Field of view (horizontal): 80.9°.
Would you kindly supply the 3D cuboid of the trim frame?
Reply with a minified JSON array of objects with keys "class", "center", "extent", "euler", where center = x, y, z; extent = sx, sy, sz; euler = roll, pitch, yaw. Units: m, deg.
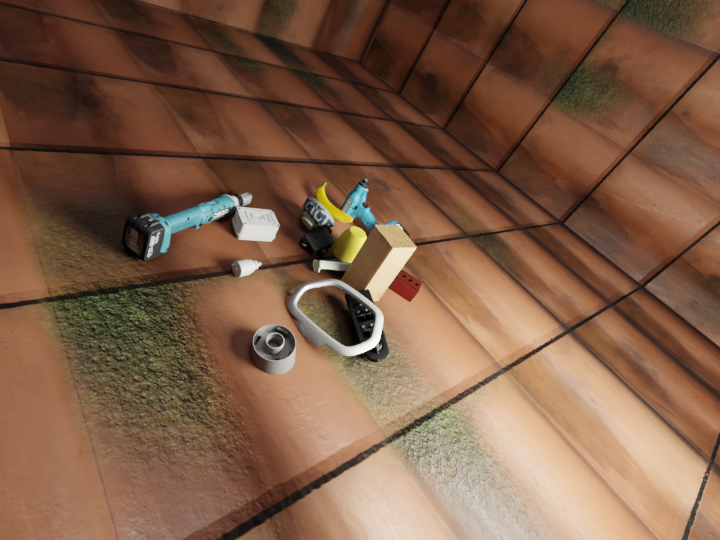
[{"class":"trim frame","center":[-0.061,0.104,1.007],"extent":[0.261,0.027,0.180],"euler":[35,51,27]}]

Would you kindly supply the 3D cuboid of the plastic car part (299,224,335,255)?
[{"class":"plastic car part","center":[-0.121,-0.079,1.233],"extent":[0.072,0.067,0.113],"euler":[53,41,7]}]

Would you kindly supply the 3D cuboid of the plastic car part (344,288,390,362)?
[{"class":"plastic car part","center":[0.015,0.141,1.028],"extent":[0.065,0.065,0.212],"euler":[-8,42,-12]}]

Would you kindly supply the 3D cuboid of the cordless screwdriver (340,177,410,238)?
[{"class":"cordless screwdriver","center":[0.052,-0.174,1.383],"extent":[0.257,0.159,0.072],"euler":[44,36,17]}]

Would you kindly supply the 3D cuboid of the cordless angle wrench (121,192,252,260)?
[{"class":"cordless angle wrench","center":[-0.408,-0.143,1.085],"extent":[0.076,0.097,0.416],"euler":[33,31,8]}]
